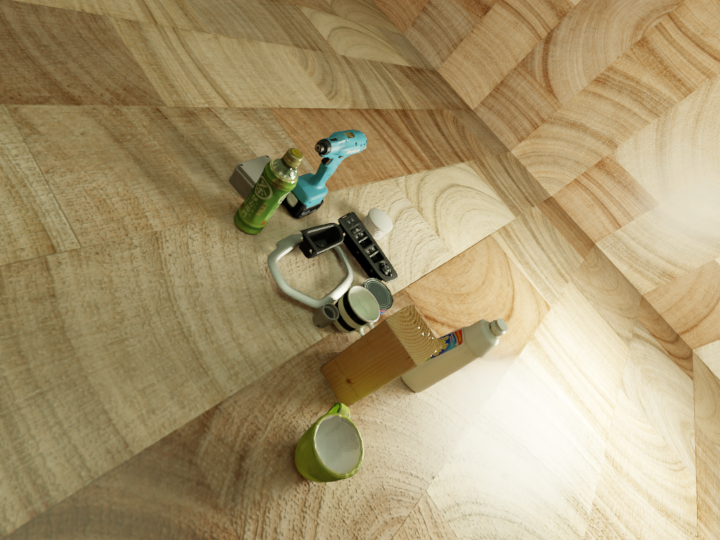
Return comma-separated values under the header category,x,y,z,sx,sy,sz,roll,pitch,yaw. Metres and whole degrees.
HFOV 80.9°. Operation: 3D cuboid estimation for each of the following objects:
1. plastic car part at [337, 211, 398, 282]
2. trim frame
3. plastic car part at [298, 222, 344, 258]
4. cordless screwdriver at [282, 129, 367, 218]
category,x,y,z,sx,sy,sz,roll,pitch,yaw
plastic car part,0.010,-0.046,1.052,0.207,0.068,0.064,51,39,9
trim frame,-0.108,-0.010,0.951,0.186,0.028,0.244,46,39,3
plastic car part,-0.095,-0.062,0.975,0.112,0.072,0.067,-23,73,-49
cordless screwdriver,-0.102,-0.219,0.970,0.075,0.252,0.155,52,39,6
